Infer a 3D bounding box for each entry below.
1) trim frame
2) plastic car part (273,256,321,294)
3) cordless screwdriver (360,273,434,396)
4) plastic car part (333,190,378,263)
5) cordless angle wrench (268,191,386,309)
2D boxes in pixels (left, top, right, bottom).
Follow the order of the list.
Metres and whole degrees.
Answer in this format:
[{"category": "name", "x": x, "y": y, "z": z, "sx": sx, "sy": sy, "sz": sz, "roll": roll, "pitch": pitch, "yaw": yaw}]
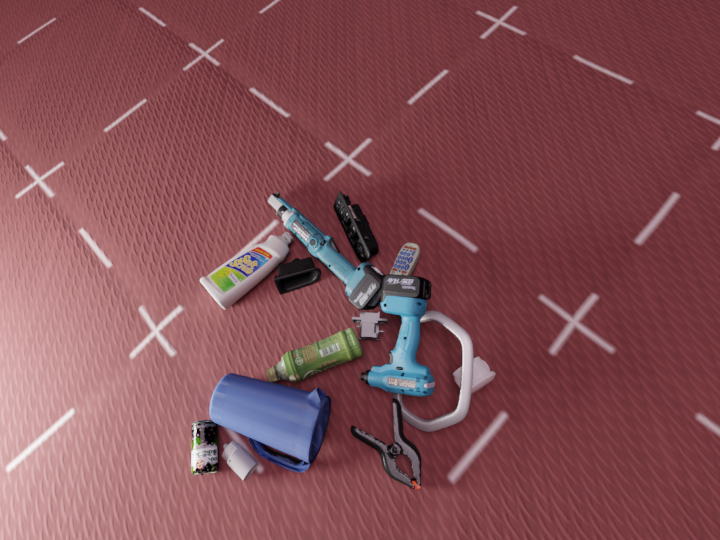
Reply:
[{"category": "trim frame", "x": 0.146, "y": 0.210, "z": 0.899, "sx": 0.193, "sy": 0.026, "sz": 0.250, "roll": 0, "pitch": 79, "yaw": 33}, {"category": "plastic car part", "x": -0.163, "y": 0.003, "z": 1.070, "sx": 0.116, "sy": 0.063, "sz": 0.074, "roll": -20, "pitch": 52, "yaw": -5}, {"category": "cordless screwdriver", "x": 0.076, "y": 0.135, "z": 0.913, "sx": 0.166, "sy": 0.070, "sz": 0.251, "roll": -4, "pitch": 78, "yaw": 31}, {"category": "plastic car part", "x": -0.008, "y": -0.109, "z": 1.096, "sx": 0.064, "sy": 0.066, "sz": 0.211, "roll": -3, "pitch": 58, "yaw": -30}, {"category": "cordless angle wrench", "x": -0.105, "y": -0.069, "z": 1.079, "sx": 0.443, "sy": 0.071, "sz": 0.098, "roll": 42, "pitch": 104, "yaw": 27}]
